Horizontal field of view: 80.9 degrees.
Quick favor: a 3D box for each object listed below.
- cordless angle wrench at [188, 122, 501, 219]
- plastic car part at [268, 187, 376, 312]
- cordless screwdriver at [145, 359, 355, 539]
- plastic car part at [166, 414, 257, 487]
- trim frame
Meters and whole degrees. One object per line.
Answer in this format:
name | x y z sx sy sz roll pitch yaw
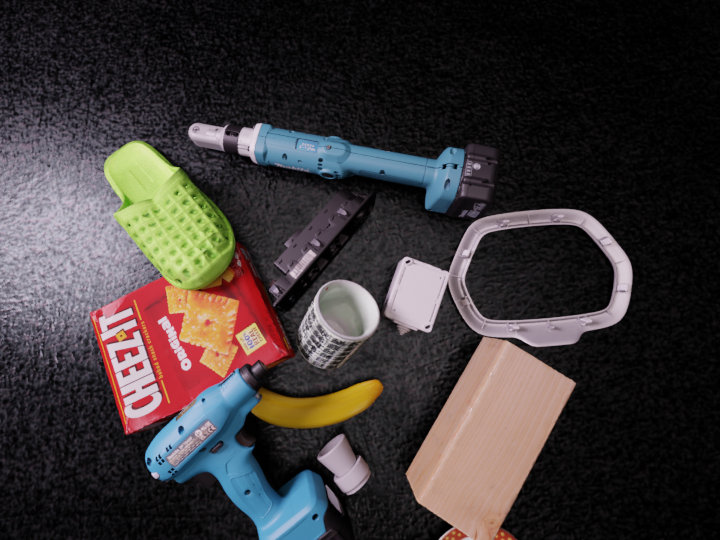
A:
cordless angle wrench | -0.037 -0.154 0.582 0.429 0.096 0.075 12 79 7
plastic car part | -0.056 -0.037 0.574 0.070 0.064 0.202 41 82 22
cordless screwdriver | -0.102 0.231 0.487 0.159 0.076 0.244 -43 101 -3
plastic car part | -0.179 0.225 0.539 0.116 0.067 0.070 -43 101 -6
trim frame | 0.245 0.007 0.575 0.248 0.027 0.186 -5 81 -1
